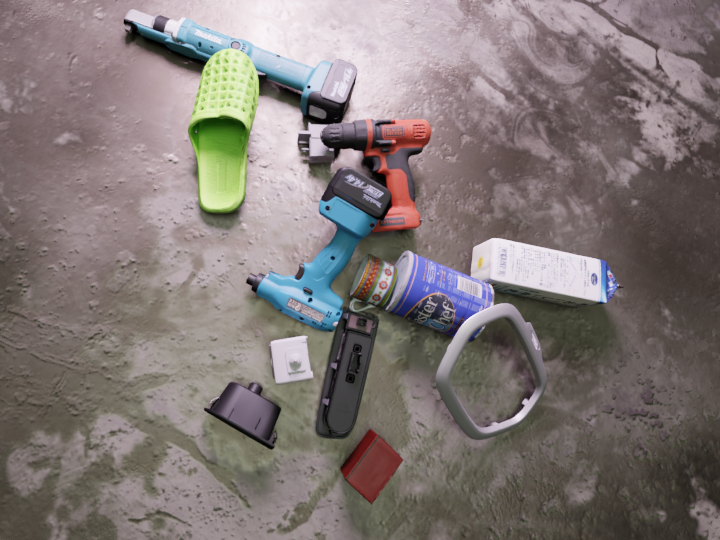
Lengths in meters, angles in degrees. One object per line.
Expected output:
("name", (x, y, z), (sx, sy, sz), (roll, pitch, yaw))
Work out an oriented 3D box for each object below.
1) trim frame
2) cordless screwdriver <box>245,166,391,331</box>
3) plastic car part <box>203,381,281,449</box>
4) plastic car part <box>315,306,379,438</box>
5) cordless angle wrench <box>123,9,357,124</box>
("trim frame", (0.205, 0.158, 0.641), (0.183, 0.029, 0.239), (-37, 115, -7))
("cordless screwdriver", (-0.064, -0.042, 0.656), (0.159, 0.074, 0.248), (26, 98, 0))
("plastic car part", (-0.165, 0.206, 0.630), (0.117, 0.065, 0.071), (31, 61, 3))
("plastic car part", (-0.016, 0.161, 0.654), (0.065, 0.068, 0.204), (17, 78, -13))
("cordless angle wrench", (-0.218, -0.379, 0.751), (0.424, 0.074, 0.098), (21, 77, 1))
